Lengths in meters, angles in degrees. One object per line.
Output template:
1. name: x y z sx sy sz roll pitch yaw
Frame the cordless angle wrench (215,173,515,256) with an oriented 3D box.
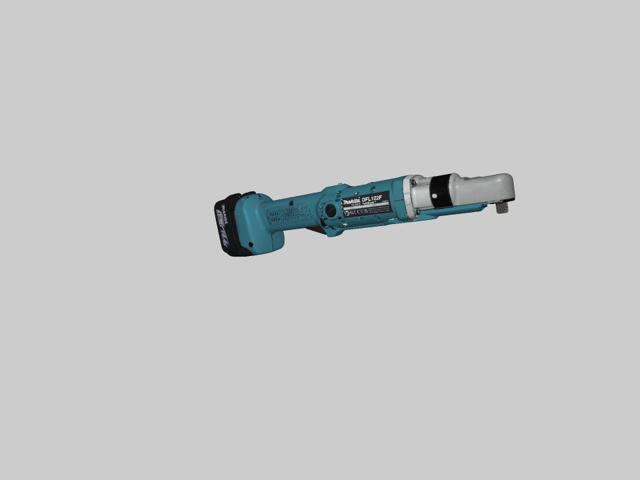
1. cordless angle wrench: 0.027 -0.040 0.556 0.424 0.098 0.074 -6 8 38
